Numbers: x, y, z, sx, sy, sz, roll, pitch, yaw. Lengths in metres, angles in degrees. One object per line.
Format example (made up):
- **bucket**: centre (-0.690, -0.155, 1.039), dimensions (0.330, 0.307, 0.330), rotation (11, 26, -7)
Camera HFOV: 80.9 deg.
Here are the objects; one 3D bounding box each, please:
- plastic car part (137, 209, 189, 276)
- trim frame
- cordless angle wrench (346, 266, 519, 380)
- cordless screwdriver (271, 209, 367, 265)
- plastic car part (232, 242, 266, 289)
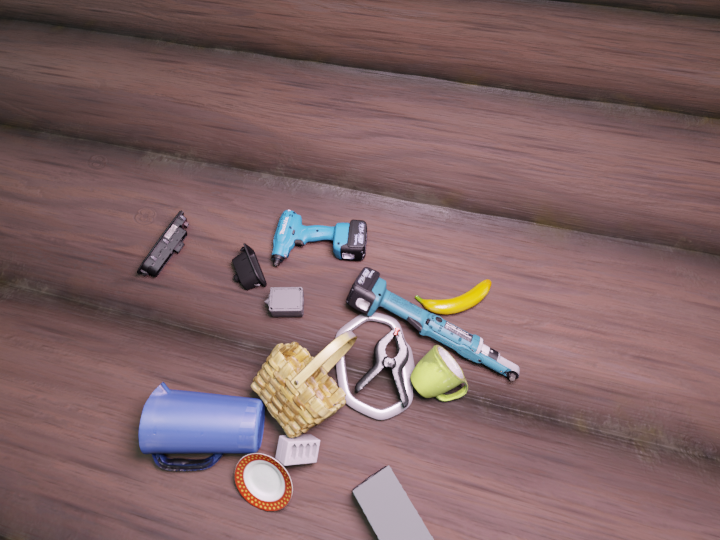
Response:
- **plastic car part**: centre (-0.524, -0.062, 1.144), dimensions (0.066, 0.068, 0.203), rotation (36, 66, -12)
- **trim frame**: centre (0.034, 0.218, 0.994), dimensions (0.184, 0.027, 0.256), rotation (-8, 62, 0)
- **cordless angle wrench**: centre (0.172, 0.133, 1.000), dimensions (0.432, 0.073, 0.097), rotation (28, 41, 11)
- **cordless screwdriver**: centre (-0.110, -0.072, 1.120), dimensions (0.254, 0.072, 0.161), rotation (8, 65, 10)
- **plastic car part**: centre (-0.299, -0.001, 1.104), dimensions (0.071, 0.063, 0.120), rotation (-25, 68, 5)
